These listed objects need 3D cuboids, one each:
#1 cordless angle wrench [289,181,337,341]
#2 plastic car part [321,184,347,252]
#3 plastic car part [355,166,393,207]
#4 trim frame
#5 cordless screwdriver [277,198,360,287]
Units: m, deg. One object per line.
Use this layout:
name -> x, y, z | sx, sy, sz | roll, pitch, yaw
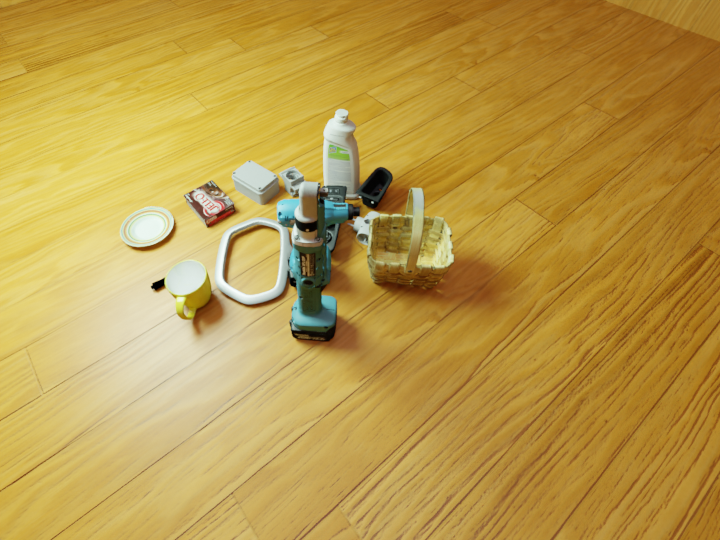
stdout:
cordless angle wrench -> -0.087, 0.001, 0.747 | 0.098, 0.411, 0.076 | 6, 54, -1
plastic car part -> -0.079, -0.121, 1.051 | 0.067, 0.065, 0.207 | 6, 54, 2
plastic car part -> 0.041, -0.209, 1.112 | 0.068, 0.069, 0.116 | 26, 58, 16
trim frame -> -0.250, -0.029, 1.009 | 0.184, 0.027, 0.256 | -2, 54, -1
cordless screwdriver -> -0.087, -0.057, 0.895 | 0.159, 0.242, 0.077 | 1, 55, -3
